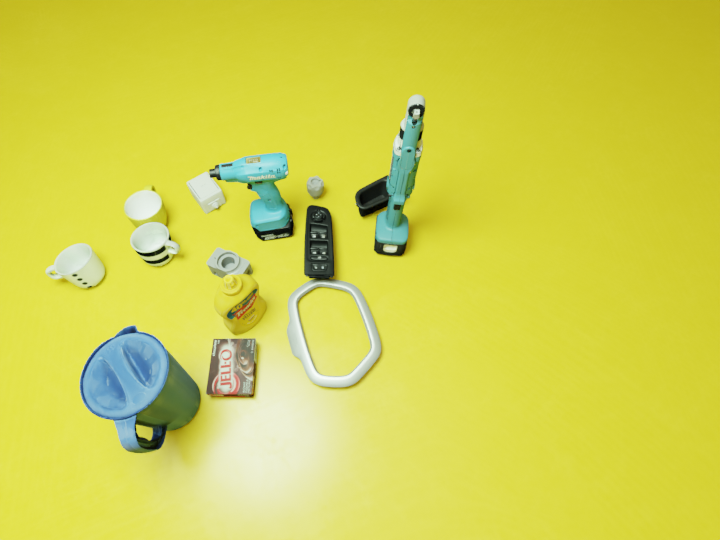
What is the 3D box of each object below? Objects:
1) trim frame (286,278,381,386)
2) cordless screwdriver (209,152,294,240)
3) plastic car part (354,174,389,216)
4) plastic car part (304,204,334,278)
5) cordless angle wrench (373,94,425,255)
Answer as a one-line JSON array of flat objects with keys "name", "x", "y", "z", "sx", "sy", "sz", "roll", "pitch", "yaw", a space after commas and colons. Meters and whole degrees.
[{"name": "trim frame", "x": -0.063, "y": 0.123, "z": 0.893, "sx": 0.182, "sy": 0.027, "sz": 0.259, "roll": -17, "pitch": 61, "yaw": -8}, {"name": "cordless screwdriver", "x": -0.231, "y": -0.160, "z": 0.940, "sx": 0.158, "sy": 0.242, "sz": 0.077, "roll": -6, "pitch": 62, "yaw": -5}, {"name": "plastic car part", "x": 0.034, "y": -0.171, "z": 1.035, "sx": 0.115, "sy": 0.069, "sz": 0.069, "roll": -29, "pitch": 65, "yaw": -15}, {"name": "plastic car part", "x": -0.096, "y": -0.063, "z": 0.980, "sx": 0.066, "sy": 0.065, "sz": 0.209, "roll": -3, "pitch": 60, "yaw": -2}, {"name": "cordless angle wrench", "x": 0.079, "y": -0.170, "z": 0.836, "sx": 0.075, "sy": 0.411, "sz": 0.100, "roll": 7, "pitch": 61, "yaw": 1}]
